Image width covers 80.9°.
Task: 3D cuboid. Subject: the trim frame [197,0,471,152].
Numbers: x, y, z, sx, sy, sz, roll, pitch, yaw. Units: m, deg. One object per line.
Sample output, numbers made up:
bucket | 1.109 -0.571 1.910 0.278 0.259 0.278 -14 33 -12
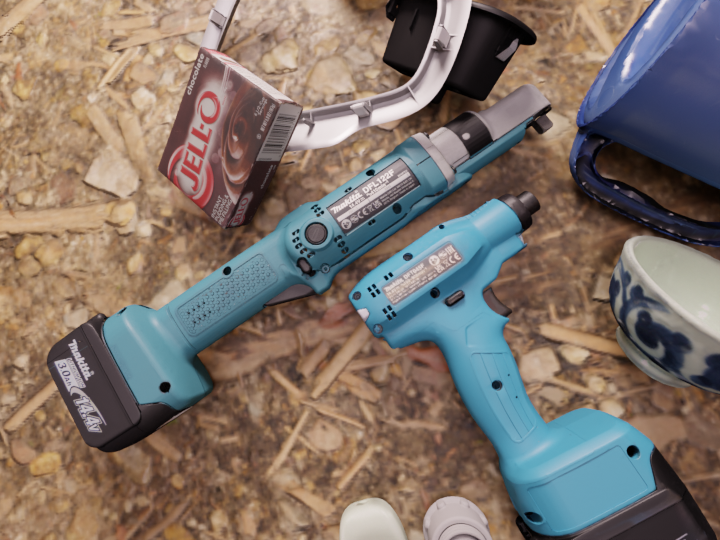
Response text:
trim frame | -0.042 -0.187 0.338 0.258 0.026 0.184 2 91 26

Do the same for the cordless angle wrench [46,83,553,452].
cordless angle wrench | -0.033 -0.021 0.333 0.422 0.073 0.100 -34 81 -1

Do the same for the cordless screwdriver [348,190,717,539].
cordless screwdriver | 0.123 0.071 0.298 0.159 0.072 0.255 -35 76 0

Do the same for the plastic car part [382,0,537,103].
plastic car part | 0.064 -0.172 0.334 0.123 0.063 0.070 41 115 31
